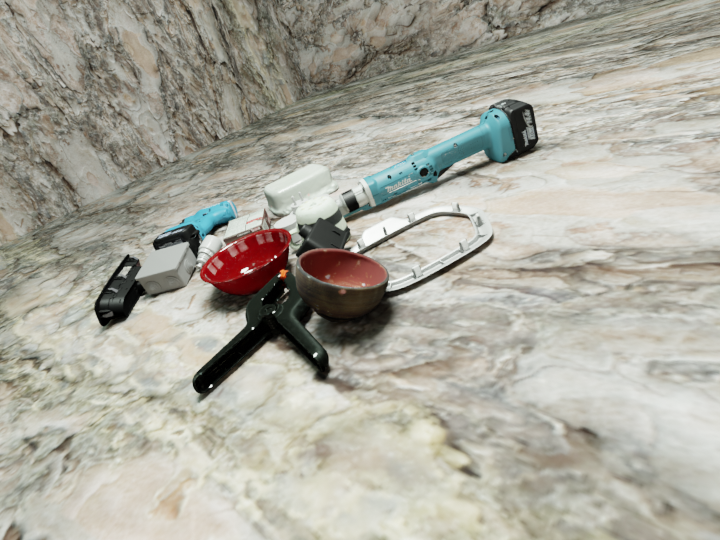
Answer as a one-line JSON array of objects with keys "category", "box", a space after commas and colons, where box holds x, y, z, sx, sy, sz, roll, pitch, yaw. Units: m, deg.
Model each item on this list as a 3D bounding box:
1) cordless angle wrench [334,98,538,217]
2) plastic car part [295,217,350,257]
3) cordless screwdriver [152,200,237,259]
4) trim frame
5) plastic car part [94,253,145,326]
[{"category": "cordless angle wrench", "box": [0.110, -0.188, 0.786, 0.424, 0.094, 0.077, -25, 29, 2]}, {"category": "plastic car part", "box": [-0.063, -0.041, 0.645, 0.066, 0.069, 0.118, -51, 14, 30]}, {"category": "cordless screwdriver", "box": [-0.400, -0.089, 0.991, 0.162, 0.072, 0.252, -15, 25, 13]}, {"category": "trim frame", "box": [0.070, -0.040, 0.616, 0.246, 0.026, 0.193, -30, 28, -11]}, {"category": "plastic car part", "box": [-0.457, 0.039, 0.826, 0.066, 0.065, 0.209, 3, 25, -9]}]
